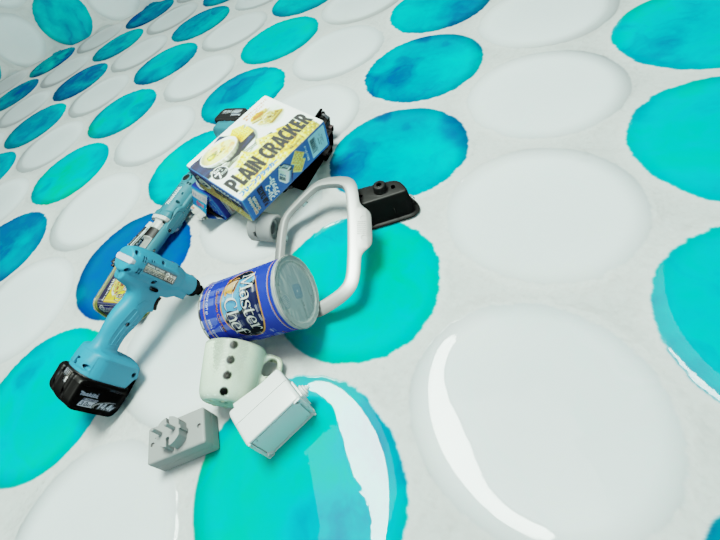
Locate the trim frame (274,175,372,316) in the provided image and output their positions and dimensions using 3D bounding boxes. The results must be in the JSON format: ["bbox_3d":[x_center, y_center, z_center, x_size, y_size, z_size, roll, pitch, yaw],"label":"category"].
[{"bbox_3d":[-0.066,-0.043,0.672,0.190,0.026,0.255,-19,56,30],"label":"trim frame"}]

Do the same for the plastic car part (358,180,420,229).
[{"bbox_3d":[0.031,-0.115,0.693,0.119,0.067,0.068,-16,51,14],"label":"plastic car part"}]

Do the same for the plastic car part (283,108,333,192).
[{"bbox_3d":[-0.100,-0.231,0.851,0.068,0.065,0.203,26,64,8],"label":"plastic car part"}]

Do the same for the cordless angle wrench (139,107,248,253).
[{"bbox_3d":[-0.361,-0.186,0.920,0.103,0.070,0.425,10,61,29],"label":"cordless angle wrench"}]

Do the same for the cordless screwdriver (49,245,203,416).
[{"bbox_3d":[-0.359,0.097,0.672,0.078,0.150,0.249,16,76,34],"label":"cordless screwdriver"}]
